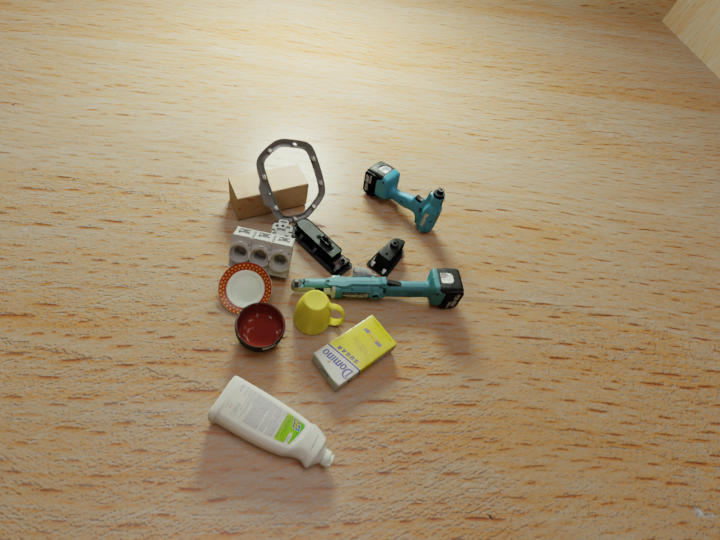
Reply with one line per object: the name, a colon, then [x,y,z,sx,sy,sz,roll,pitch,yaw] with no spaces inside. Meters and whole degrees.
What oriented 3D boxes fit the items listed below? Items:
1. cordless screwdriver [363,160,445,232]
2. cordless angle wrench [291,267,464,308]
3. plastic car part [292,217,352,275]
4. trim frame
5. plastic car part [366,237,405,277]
cordless screwdriver: [0.128,-0.233,1.232,0.259,0.156,0.073,40,56,20]
cordless angle wrench: [0.037,0.042,1.064,0.420,0.095,0.077,1,55,-4]
plastic car part: [-0.111,-0.073,1.137,0.065,0.065,0.211,-39,66,-24]
trim frame: [-0.186,-0.237,1.141,0.182,0.238,0.029,-25,39,-13]
plastic car part: [0.080,-0.048,1.142,0.068,0.070,0.115,36,59,12]
